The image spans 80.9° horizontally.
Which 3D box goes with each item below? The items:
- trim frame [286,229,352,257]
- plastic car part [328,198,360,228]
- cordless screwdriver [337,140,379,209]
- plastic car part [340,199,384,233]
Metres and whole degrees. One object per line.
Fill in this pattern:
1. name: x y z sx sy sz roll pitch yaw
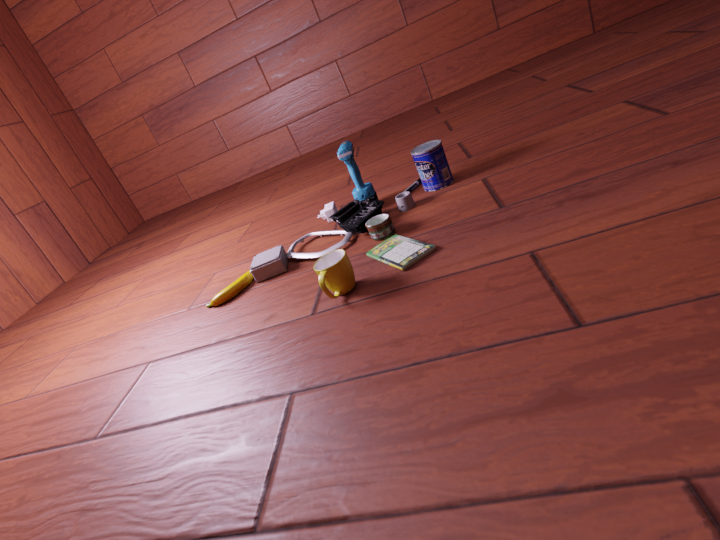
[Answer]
1. trim frame: -0.135 -0.088 1.377 0.260 0.026 0.182 -1 35 42
2. plastic car part: -0.036 -0.180 1.413 0.115 0.068 0.069 -35 25 -21
3. cordless screwdriver: -0.011 -0.334 1.484 0.076 0.240 0.162 -19 23 13
4. plastic car part: 0.020 -0.165 1.336 0.069 0.065 0.201 -6 31 38
